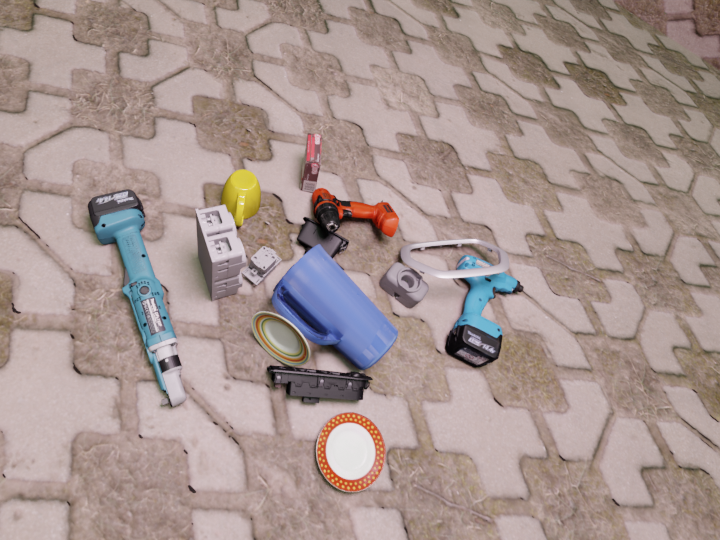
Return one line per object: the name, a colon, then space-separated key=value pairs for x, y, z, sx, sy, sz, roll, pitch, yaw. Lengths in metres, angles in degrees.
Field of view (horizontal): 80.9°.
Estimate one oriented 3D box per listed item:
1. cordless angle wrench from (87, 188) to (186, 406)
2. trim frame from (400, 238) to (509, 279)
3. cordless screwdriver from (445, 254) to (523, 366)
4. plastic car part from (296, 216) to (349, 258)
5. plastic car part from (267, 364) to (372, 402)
cordless angle wrench: x=-0.405 y=0.045 z=0.794 sx=0.095 sy=0.074 sz=0.435 roll=-19 pitch=71 yaw=-24
trim frame: x=0.213 y=-0.031 z=0.954 sx=0.244 sy=0.027 sz=0.192 roll=-8 pitch=31 yaw=-12
cordless screwdriver: x=0.284 y=0.091 z=0.943 sx=0.158 sy=0.074 sz=0.251 roll=22 pitch=56 yaw=-4
plastic car part: x=-0.092 y=-0.060 z=0.938 sx=0.118 sy=0.065 sz=0.071 roll=27 pitch=74 yaw=4
plastic car part: x=-0.073 y=0.213 z=0.792 sx=0.199 sy=0.066 sz=0.068 roll=4 pitch=73 yaw=-13
